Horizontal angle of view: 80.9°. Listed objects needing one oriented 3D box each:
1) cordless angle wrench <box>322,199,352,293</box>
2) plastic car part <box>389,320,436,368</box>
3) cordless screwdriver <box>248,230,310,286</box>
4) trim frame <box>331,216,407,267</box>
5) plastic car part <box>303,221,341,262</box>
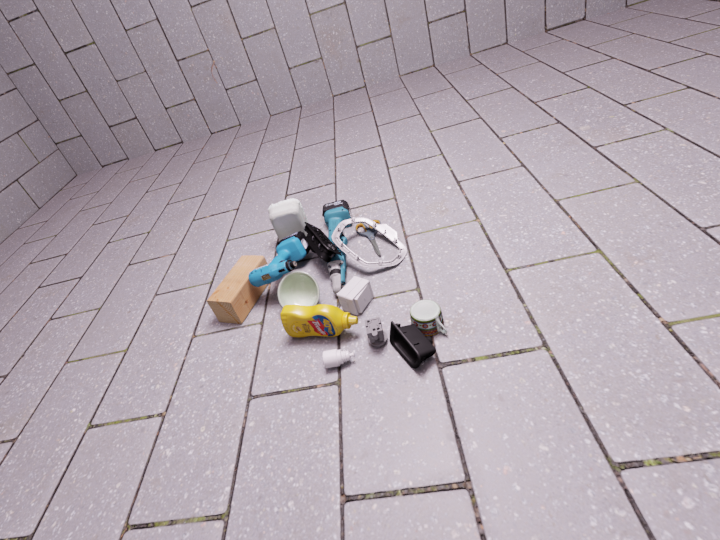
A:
[{"bbox_3d":[-0.074,-0.078,1.338,0.099,0.071,0.436,-14,39,8],"label":"cordless angle wrench"},{"bbox_3d":[0.124,0.164,0.948,0.069,0.064,0.123,-18,36,-23],"label":"plastic car part"},{"bbox_3d":[-0.220,-0.041,1.284,0.164,0.072,0.248,-19,20,27],"label":"cordless screwdriver"},{"bbox_3d":[0.025,-0.091,1.287,0.180,0.027,0.263,-27,48,-27],"label":"trim frame"},{"bbox_3d":[-0.126,-0.082,1.286,0.067,0.063,0.214,-53,36,3],"label":"plastic car part"}]
